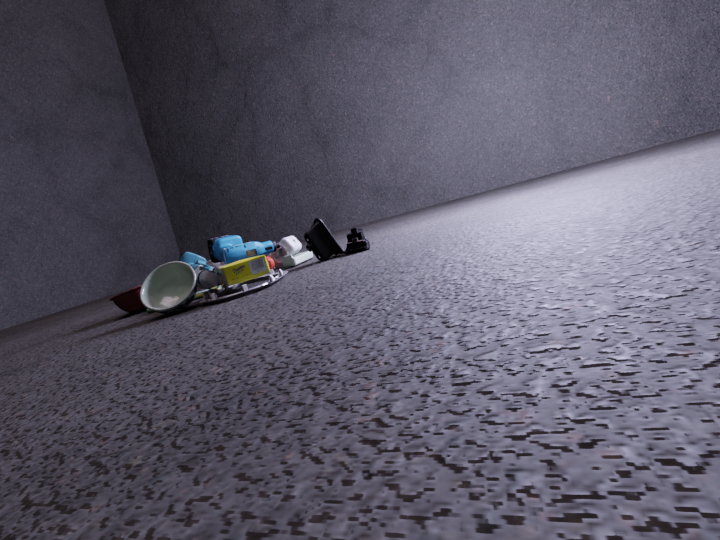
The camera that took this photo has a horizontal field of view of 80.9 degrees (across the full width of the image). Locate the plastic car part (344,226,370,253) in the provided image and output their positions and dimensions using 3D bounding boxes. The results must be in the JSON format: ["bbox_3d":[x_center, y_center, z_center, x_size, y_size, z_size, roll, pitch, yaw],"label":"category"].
[{"bbox_3d":[-0.013,-0.085,1.163,0.067,0.067,0.202,-19,4,5],"label":"plastic car part"}]

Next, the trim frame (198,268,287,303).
[{"bbox_3d":[-0.262,0.032,0.953,0.187,0.027,0.248,-16,10,9],"label":"trim frame"}]

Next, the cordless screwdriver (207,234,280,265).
[{"bbox_3d":[-0.351,-0.064,1.242,0.154,0.073,0.261,-16,14,-30],"label":"cordless screwdriver"}]

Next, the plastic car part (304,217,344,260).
[{"bbox_3d":[-0.108,-0.071,1.107,0.070,0.113,0.068,-44,17,-26],"label":"plastic car part"}]

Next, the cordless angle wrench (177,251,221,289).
[{"bbox_3d":[-0.409,0.008,1.061,0.071,0.098,0.440,24,-9,-28],"label":"cordless angle wrench"}]
